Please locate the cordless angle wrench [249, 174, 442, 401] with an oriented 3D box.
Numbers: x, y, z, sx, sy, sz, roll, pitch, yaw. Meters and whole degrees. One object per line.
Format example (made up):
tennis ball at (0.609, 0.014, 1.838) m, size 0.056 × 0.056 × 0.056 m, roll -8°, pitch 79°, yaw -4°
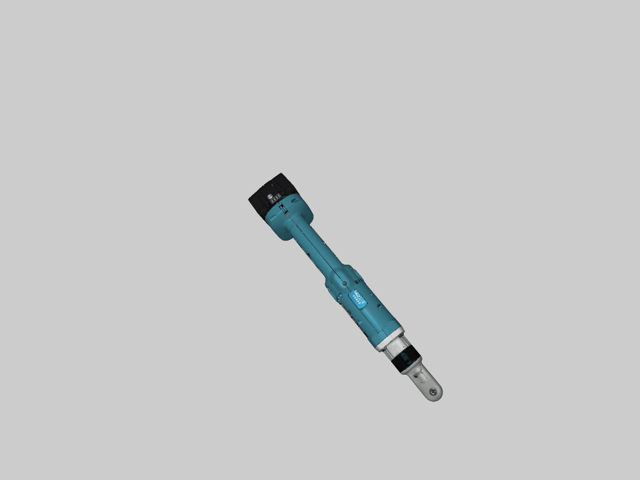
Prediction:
cordless angle wrench at (0.039, 0.071, 0.666) m, size 0.074 × 0.422 × 0.098 m, roll -39°, pitch -20°, yaw -2°
